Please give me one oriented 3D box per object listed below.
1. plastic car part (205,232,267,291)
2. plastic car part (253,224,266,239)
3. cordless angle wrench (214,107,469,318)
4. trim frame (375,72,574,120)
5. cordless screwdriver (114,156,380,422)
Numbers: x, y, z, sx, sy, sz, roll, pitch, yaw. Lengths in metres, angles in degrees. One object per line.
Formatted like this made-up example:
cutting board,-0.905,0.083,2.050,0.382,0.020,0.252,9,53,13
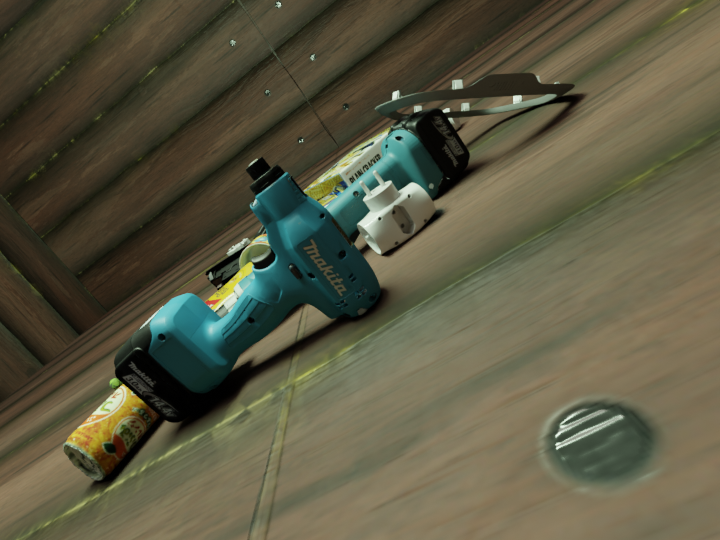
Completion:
plastic car part,-0.183,-0.013,0.740,0.205,0.064,0.069,-32,26,14
plastic car part,-0.170,-0.100,0.917,0.116,0.068,0.068,-58,21,-13
cordless angle wrench,-0.050,-0.033,0.512,0.421,0.095,0.077,-43,19,-8
trim frame,0.141,-0.221,0.548,0.245,0.027,0.189,-5,12,-9
cordless screwdriver,-0.124,0.023,0.394,0.251,0.155,0.075,-34,14,14
